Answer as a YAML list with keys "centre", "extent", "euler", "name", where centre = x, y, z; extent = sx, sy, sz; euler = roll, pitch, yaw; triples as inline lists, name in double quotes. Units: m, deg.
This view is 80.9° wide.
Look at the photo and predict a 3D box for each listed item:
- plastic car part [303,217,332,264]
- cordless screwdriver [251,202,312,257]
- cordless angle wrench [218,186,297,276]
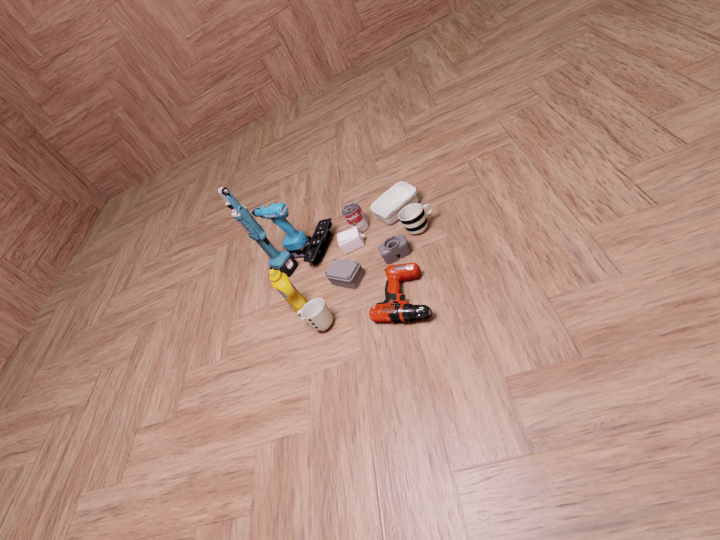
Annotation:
- centre: [-0.154, -0.101, 1.578]
  extent: [0.069, 0.063, 0.204]
  euler: [-2, 50, 33]
  name: "plastic car part"
- centre: [-0.292, -0.153, 1.591]
  extent: [0.167, 0.236, 0.075]
  euler: [0, 49, 35]
  name: "cordless screwdriver"
- centre: [-0.370, -0.136, 1.499]
  extent: [0.103, 0.401, 0.074]
  euler: [11, 56, 42]
  name: "cordless angle wrench"
